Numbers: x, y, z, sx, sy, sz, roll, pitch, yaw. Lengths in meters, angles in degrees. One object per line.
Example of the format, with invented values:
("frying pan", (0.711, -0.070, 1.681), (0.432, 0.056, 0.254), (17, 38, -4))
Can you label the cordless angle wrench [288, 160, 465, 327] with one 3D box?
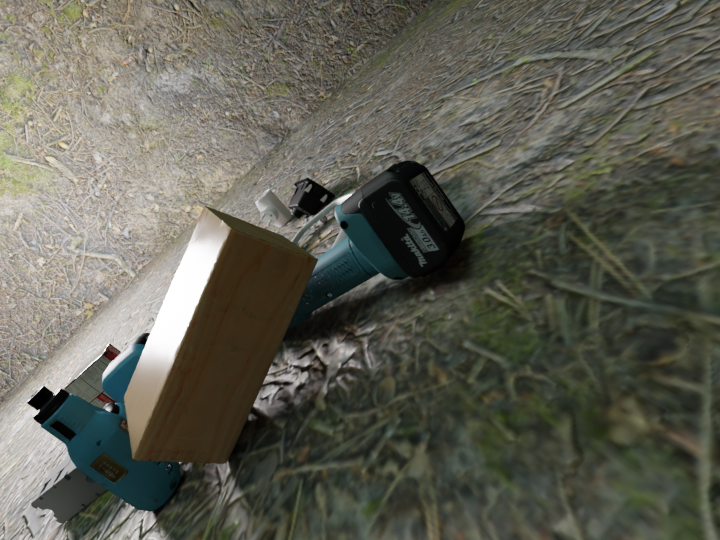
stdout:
("cordless angle wrench", (-0.088, 0.034, 0.483), (0.432, 0.098, 0.073), (-31, 4, 34))

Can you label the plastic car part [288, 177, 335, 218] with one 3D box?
("plastic car part", (-0.112, -0.138, 0.846), (0.071, 0.063, 0.121), (-61, 23, -9))

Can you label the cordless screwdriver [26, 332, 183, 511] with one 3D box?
("cordless screwdriver", (-0.277, 0.145, 0.495), (0.074, 0.154, 0.258), (-44, 20, -6))

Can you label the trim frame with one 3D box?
("trim frame", (-0.062, -0.041, 0.636), (0.189, 0.026, 0.250), (-25, 27, 37))
